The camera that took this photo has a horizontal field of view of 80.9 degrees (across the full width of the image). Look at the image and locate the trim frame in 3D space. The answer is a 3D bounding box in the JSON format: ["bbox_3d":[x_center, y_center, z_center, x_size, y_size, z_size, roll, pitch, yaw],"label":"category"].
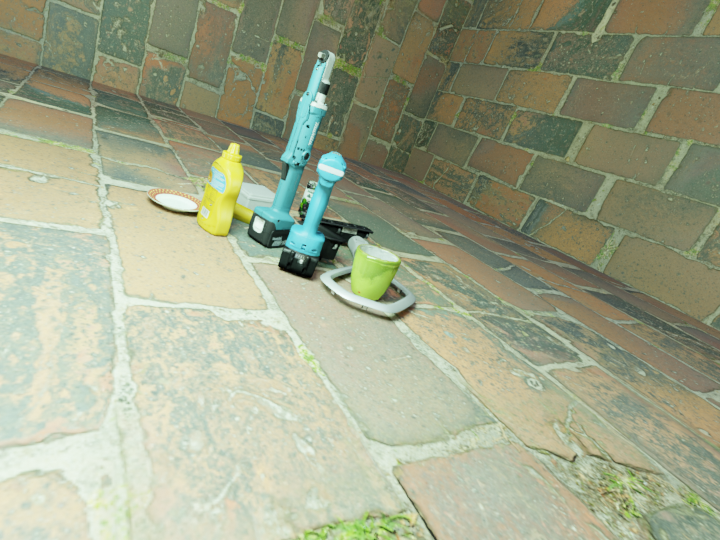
[{"bbox_3d":[0.017,0.034,0.883,0.192,0.027,0.240,28,20,21],"label":"trim frame"}]

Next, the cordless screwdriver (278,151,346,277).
[{"bbox_3d":[-0.091,-0.121,0.860,0.074,0.247,0.162,20,18,-8],"label":"cordless screwdriver"}]

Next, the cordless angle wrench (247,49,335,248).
[{"bbox_3d":[-0.136,-0.252,0.909,0.078,0.420,0.094,32,20,28],"label":"cordless angle wrench"}]

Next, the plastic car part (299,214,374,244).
[{"bbox_3d":[-0.073,-0.108,1.125,0.196,0.066,0.069,14,19,-19],"label":"plastic car part"}]

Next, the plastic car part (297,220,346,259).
[{"bbox_3d":[-0.095,-0.062,0.969,0.063,0.070,0.123,1,27,-47],"label":"plastic car part"}]
